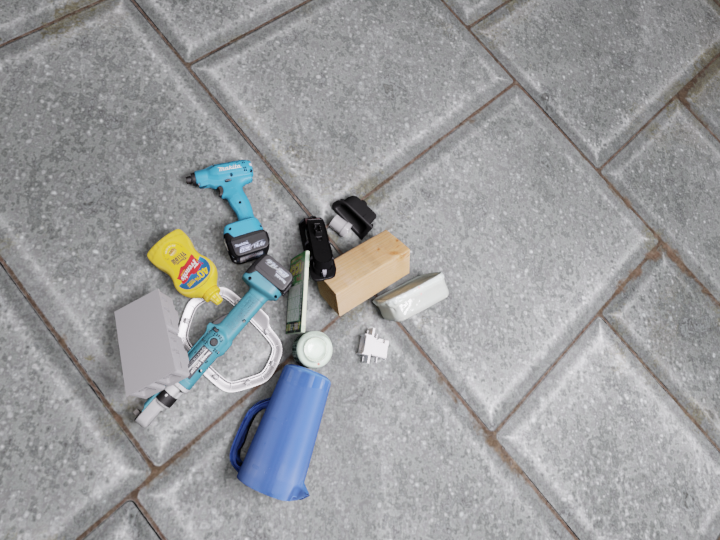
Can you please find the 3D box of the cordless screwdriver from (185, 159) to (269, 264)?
[{"bbox_3d":[-0.310,-0.139,0.995,0.156,0.074,0.254,-14,75,-15],"label":"cordless screwdriver"}]

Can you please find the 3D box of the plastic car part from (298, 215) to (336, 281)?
[{"bbox_3d":[-0.095,-0.062,0.972,0.064,0.066,0.211,1,47,-18],"label":"plastic car part"}]

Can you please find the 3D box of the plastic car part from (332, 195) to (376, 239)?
[{"bbox_3d":[-0.006,-0.148,1.067,0.118,0.066,0.070,48,56,6],"label":"plastic car part"}]

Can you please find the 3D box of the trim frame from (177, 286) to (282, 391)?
[{"bbox_3d":[-0.290,0.151,0.942,0.251,0.027,0.183,44,71,4],"label":"trim frame"}]

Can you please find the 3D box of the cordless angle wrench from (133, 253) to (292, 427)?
[{"bbox_3d":[-0.308,0.149,0.895,0.098,0.074,0.421,39,74,0],"label":"cordless angle wrench"}]
